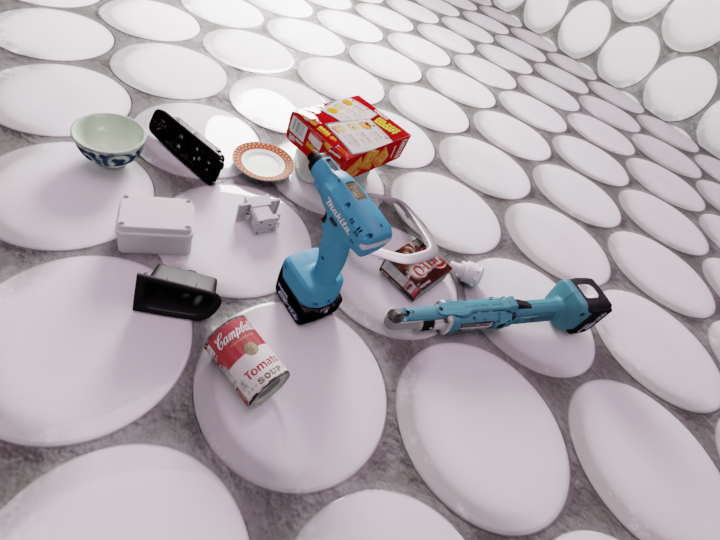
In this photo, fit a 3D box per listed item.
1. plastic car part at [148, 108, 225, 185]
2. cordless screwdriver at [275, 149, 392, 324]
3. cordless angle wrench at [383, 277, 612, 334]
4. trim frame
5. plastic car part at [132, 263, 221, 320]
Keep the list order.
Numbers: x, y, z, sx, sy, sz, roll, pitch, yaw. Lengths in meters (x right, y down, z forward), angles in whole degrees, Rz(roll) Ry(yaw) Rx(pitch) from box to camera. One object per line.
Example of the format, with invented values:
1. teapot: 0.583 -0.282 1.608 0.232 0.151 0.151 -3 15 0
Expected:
1. plastic car part: -0.338 -0.255 0.839 0.209 0.066 0.066 37 36 14
2. cordless screwdriver: -0.060 -0.039 0.610 0.072 0.248 0.165 -17 64 -35
3. cordless angle wrench: 0.236 0.073 0.740 0.412 0.096 0.077 -2 51 -17
4. trim frame: 0.050 -0.087 0.821 0.180 0.027 0.260 -4 37 -16
5. plastic car part: -0.260 0.025 0.615 0.113 0.065 0.074 12 32 -17
